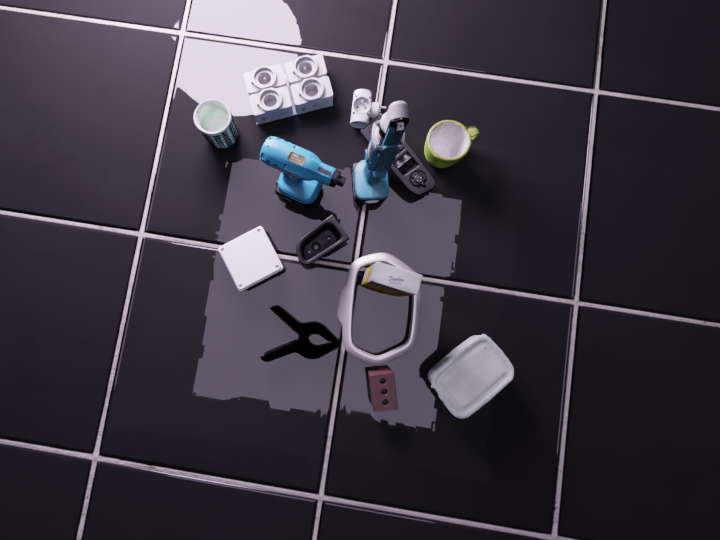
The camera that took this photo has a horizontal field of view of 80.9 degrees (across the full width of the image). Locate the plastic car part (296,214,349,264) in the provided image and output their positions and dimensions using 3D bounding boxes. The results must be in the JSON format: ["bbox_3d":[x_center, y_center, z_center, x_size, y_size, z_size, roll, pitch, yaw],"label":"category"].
[{"bbox_3d":[-0.091,-0.060,0.934,0.116,0.071,0.066,-36,88,-4],"label":"plastic car part"}]

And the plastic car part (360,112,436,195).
[{"bbox_3d":[0.085,-0.251,0.953,0.066,0.066,0.205,-39,85,-4],"label":"plastic car part"}]

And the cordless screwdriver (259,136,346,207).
[{"bbox_3d":[-0.109,-0.185,0.859,0.160,0.248,0.074,24,86,-1],"label":"cordless screwdriver"}]

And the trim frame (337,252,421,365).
[{"bbox_3d":[0.042,0.084,0.938,0.184,0.027,0.250,4,84,1],"label":"trim frame"}]

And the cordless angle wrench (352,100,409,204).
[{"bbox_3d":[0.036,-0.208,0.772,0.074,0.422,0.098,-3,88,-5],"label":"cordless angle wrench"}]
